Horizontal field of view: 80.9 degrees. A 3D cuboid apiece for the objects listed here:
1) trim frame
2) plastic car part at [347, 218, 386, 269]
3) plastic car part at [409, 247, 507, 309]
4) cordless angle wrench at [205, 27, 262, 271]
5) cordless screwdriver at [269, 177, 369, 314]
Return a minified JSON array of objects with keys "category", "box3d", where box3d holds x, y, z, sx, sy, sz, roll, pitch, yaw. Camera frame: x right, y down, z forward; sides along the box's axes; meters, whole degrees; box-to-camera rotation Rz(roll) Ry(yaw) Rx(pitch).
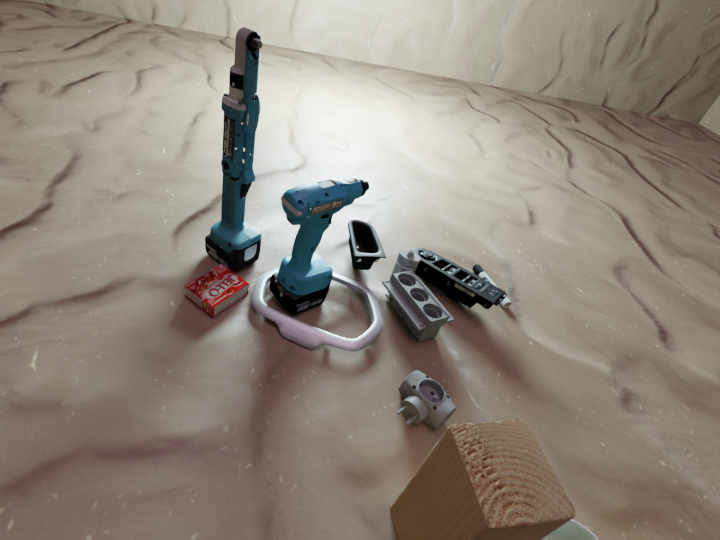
[{"category":"trim frame","box3d":[-0.078,0.061,0.768,0.254,0.027,0.184,21,40,10]},{"category":"plastic car part","box3d":[0.001,-0.046,0.883,0.064,0.069,0.121,2,40,-16]},{"category":"plastic car part","box3d":[0.184,0.018,0.859,0.213,0.066,0.064,37,44,26]},{"category":"cordless angle wrench","box3d":[-0.208,-0.183,0.719,0.102,0.415,0.072,35,42,21]},{"category":"cordless screwdriver","box3d":[-0.071,-0.046,0.727,0.154,0.244,0.078,-21,52,-37]}]
